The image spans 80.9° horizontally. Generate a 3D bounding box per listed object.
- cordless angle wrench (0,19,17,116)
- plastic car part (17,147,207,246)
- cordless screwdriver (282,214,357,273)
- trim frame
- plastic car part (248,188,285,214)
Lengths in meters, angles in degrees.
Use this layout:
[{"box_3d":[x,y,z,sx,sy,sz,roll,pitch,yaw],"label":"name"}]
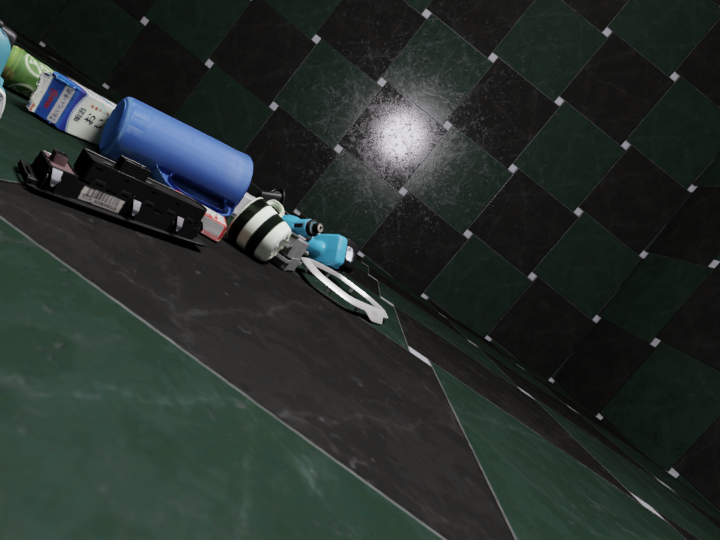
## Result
[{"box_3d":[-0.399,-0.197,0.428,0.070,0.098,0.448,24,13,-49],"label":"cordless angle wrench"},{"box_3d":[-0.245,-0.081,0.460,0.070,0.067,0.192,28,-3,36],"label":"plastic car part"},{"box_3d":[-0.087,-0.057,0.893,0.167,0.075,0.235,3,-13,36],"label":"cordless screwdriver"},{"box_3d":[-0.029,0.040,0.843,0.194,0.027,0.236,38,2,29],"label":"trim frame"},{"box_3d":[-0.219,-0.133,0.953,0.068,0.115,0.070,3,20,-31],"label":"plastic car part"}]
